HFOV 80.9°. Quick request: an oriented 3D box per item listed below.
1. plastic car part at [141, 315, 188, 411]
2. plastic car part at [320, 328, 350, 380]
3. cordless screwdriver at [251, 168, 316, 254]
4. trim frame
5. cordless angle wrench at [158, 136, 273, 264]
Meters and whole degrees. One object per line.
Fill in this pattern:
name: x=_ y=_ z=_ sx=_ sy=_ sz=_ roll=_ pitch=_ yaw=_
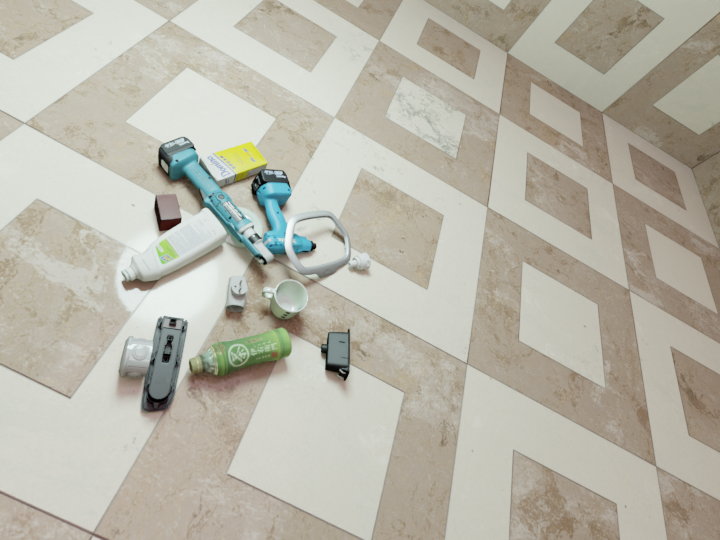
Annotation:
plastic car part: x=-0.403 y=0.186 z=0.879 sx=0.063 sy=0.068 sz=0.208 roll=16 pitch=57 yaw=-27
plastic car part: x=-0.062 y=0.200 z=1.032 sx=0.070 sy=0.065 sz=0.120 roll=4 pitch=54 yaw=-9
cordless screwdriver: x=-0.214 y=-0.159 z=1.182 sx=0.152 sy=0.075 sz=0.256 roll=1 pitch=63 yaw=-36
trim frame: x=-0.114 y=-0.074 z=1.162 sx=0.239 sy=0.028 sz=0.185 roll=-16 pitch=86 yaw=-48
cordless angle wrench: x=-0.369 y=-0.176 z=1.102 sx=0.096 sy=0.074 sz=0.433 roll=-35 pitch=75 yaw=-35
